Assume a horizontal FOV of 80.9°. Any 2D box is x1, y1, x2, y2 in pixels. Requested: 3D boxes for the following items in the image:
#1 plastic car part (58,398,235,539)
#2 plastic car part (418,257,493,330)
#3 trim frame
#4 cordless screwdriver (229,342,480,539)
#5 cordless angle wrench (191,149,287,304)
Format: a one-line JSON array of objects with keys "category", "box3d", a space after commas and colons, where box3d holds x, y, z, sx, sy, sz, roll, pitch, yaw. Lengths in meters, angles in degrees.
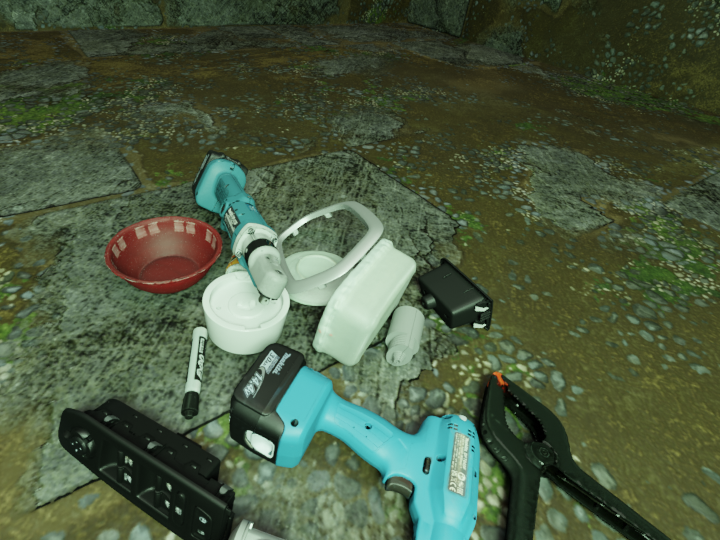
[{"category": "plastic car part", "box3d": [-0.197, 0.176, 0.397, 0.209, 0.065, 0.066, 18, 29, 14]}, {"category": "plastic car part", "box3d": [0.128, 0.040, 0.621, 0.070, 0.063, 0.123, -24, 43, -16]}, {"category": "trim frame", "box3d": [-0.063, -0.041, 0.642, 0.184, 0.026, 0.260, -31, 30, -3]}, {"category": "cordless screwdriver", "box3d": [-0.012, 0.180, 0.410, 0.254, 0.073, 0.159, 19, 40, 9]}, {"category": "cordless angle wrench", "box3d": [-0.179, -0.080, 0.621, 0.070, 0.098, 0.446, 22, 15, -34]}]
